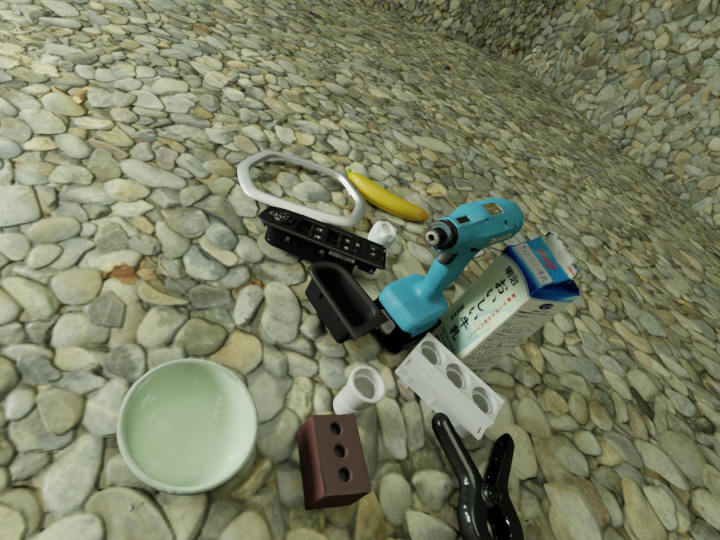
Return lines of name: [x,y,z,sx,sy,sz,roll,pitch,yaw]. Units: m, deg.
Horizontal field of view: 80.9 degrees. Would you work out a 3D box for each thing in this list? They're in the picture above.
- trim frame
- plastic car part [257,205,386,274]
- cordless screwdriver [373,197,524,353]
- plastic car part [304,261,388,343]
trim frame: [-0.104,-0.150,0.775,0.242,0.027,0.190,15,42,-15]
plastic car part: [-0.064,-0.042,0.653,0.201,0.067,0.067,24,40,-5]
cordless screwdriver: [0.085,0.013,0.538,0.153,0.248,0.077,-16,60,-42]
plastic car part: [-0.032,0.049,0.572,0.064,0.071,0.121,-19,59,-43]
